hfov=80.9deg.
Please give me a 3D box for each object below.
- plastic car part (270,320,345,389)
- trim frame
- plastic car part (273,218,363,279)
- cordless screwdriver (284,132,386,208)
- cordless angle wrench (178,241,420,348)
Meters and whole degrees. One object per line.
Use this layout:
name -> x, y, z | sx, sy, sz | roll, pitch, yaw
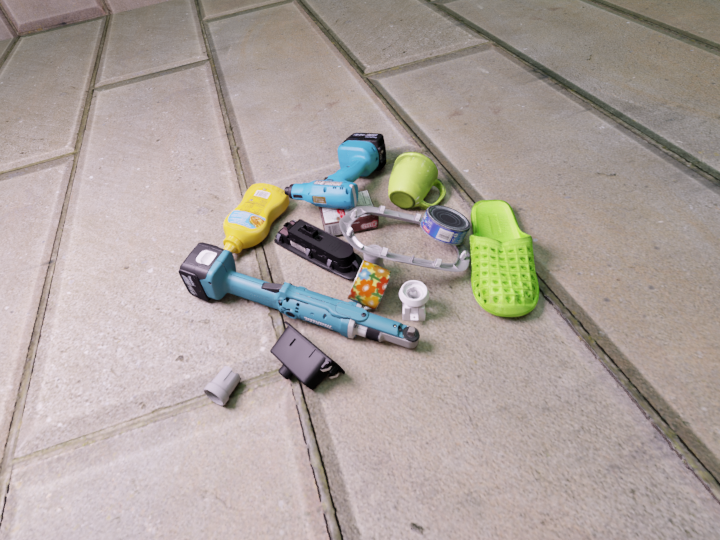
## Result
plastic car part -> -0.094, 0.140, 0.659 | 0.123, 0.063, 0.071 | 29, 72, 33
trim frame -> 0.082, -0.062, 0.770 | 0.245, 0.027, 0.189 | 12, 37, -9
plastic car part -> -0.080, -0.053, 0.821 | 0.213, 0.065, 0.065 | 30, 52, 27
cordless screwdriver -> -0.047, -0.218, 0.924 | 0.166, 0.071, 0.248 | 8, 42, 24
cordless angle wrench -> -0.110, 0.053, 0.722 | 0.437, 0.094, 0.074 | 16, 53, 17
